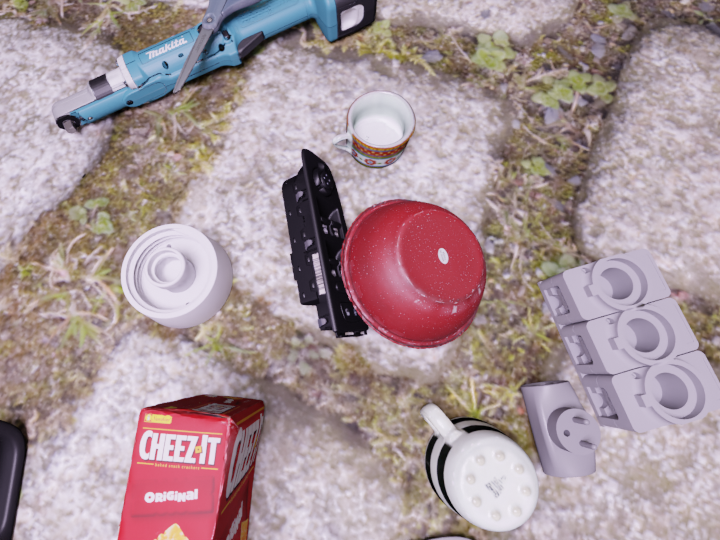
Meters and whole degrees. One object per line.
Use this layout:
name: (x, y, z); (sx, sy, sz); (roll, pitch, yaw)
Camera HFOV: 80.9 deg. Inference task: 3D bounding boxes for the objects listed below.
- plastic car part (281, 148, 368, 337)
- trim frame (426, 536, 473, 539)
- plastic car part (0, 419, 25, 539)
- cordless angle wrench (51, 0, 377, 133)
plastic car part: (-0.044, -0.029, 0.450); (0.069, 0.063, 0.207); (-19, 72, 36)
trim frame: (0.096, 0.357, 0.348); (0.183, 0.027, 0.256); (-32, 73, -6)
plastic car part: (-0.371, 0.204, 0.397); (0.072, 0.063, 0.119); (-9, 71, 12)
cordless angle wrench: (-0.183, -0.280, 0.526); (0.421, 0.073, 0.100); (-27, 76, -3)
